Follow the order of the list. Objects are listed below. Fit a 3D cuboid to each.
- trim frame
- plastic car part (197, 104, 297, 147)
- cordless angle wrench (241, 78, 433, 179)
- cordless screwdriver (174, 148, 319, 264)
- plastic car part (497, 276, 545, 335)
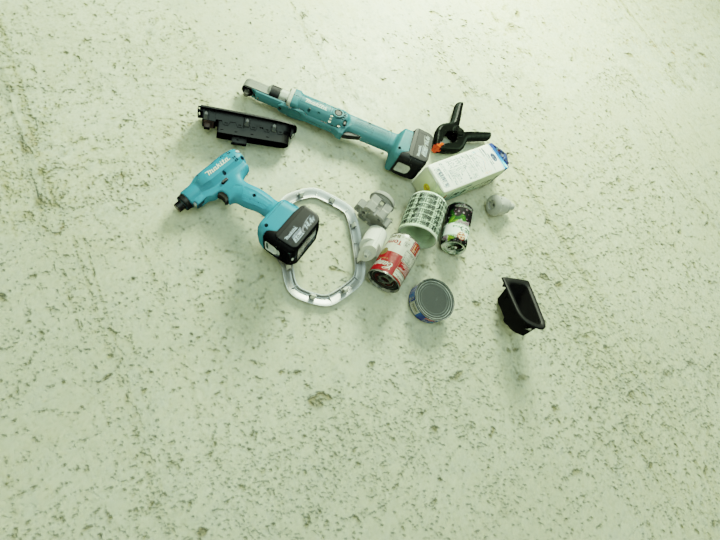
[{"bbox_3d":[-0.081,-0.053,0.826,0.179,0.027,0.254,-2,71,-16],"label":"trim frame"},{"bbox_3d":[-0.226,-0.286,0.857,0.198,0.067,0.068,1,80,-16],"label":"plastic car part"},{"bbox_3d":[-0.054,-0.324,0.920,0.419,0.074,0.099,21,65,-5],"label":"cordless angle wrench"},{"bbox_3d":[-0.206,-0.105,0.771,0.255,0.073,0.158,38,66,13],"label":"cordless screwdriver"},{"bbox_3d":[0.318,0.081,0.863,0.064,0.070,0.120,8,52,-16],"label":"plastic car part"}]
